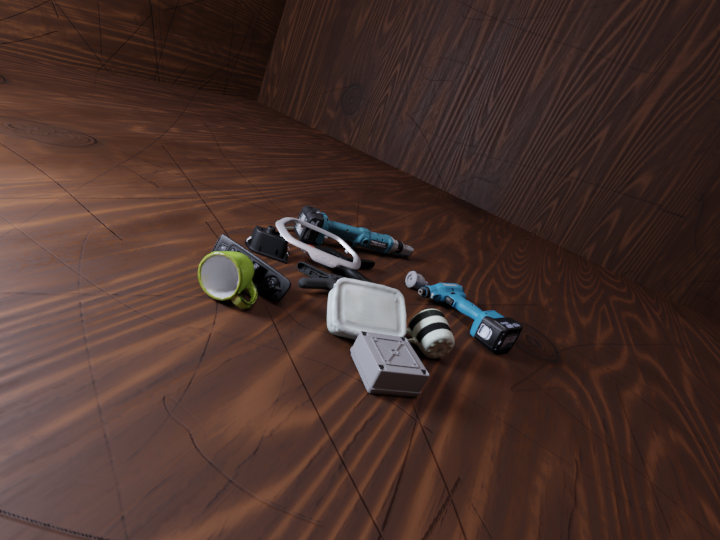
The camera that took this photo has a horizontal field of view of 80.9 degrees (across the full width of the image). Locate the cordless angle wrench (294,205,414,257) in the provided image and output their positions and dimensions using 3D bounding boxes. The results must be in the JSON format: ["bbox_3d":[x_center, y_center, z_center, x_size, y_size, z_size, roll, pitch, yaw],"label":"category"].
[{"bbox_3d":[0.003,-0.099,1.294,0.403,0.097,0.078,12,28,-31],"label":"cordless angle wrench"}]

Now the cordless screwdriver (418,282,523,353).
[{"bbox_3d":[0.274,0.109,1.097,0.152,0.074,0.263,4,25,-36],"label":"cordless screwdriver"}]

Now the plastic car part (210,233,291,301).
[{"bbox_3d":[-0.231,0.001,0.912,0.212,0.066,0.064,31,-2,23],"label":"plastic car part"}]

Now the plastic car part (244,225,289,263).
[{"bbox_3d":[-0.226,-0.075,1.060,0.114,0.070,0.068,21,22,-11],"label":"plastic car part"}]

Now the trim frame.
[{"bbox_3d":[-0.106,-0.069,1.082,0.239,0.027,0.192,23,22,-23],"label":"trim frame"}]
